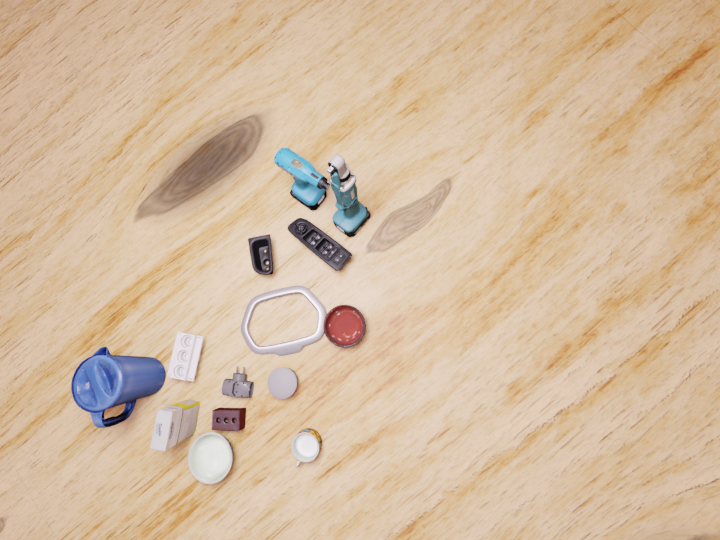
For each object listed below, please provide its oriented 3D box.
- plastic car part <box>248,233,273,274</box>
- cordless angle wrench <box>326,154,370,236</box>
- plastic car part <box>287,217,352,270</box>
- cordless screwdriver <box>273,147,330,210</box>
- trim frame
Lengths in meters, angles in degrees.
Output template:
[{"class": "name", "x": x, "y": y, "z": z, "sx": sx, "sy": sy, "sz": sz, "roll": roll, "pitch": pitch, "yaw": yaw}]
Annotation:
[{"class": "plastic car part", "x": -0.278, "y": -0.037, "z": 1.218, "sx": 0.066, "sy": 0.069, "sz": 0.119, "roll": -12, "pitch": 76, "yaw": 3}, {"class": "cordless angle wrench", "x": -0.035, "y": -0.183, "z": 1.039, "sx": 0.076, "sy": 0.413, "sz": 0.098, "roll": 40, "pitch": 84, "yaw": 9}, {"class": "plastic car part", "x": -0.118, "y": -0.077, "z": 1.206, "sx": 0.209, "sy": 0.065, "sz": 0.066, "roll": 39, "pitch": 84, "yaw": 14}, {"class": "cordless screwdriver", "x": -0.139, "y": -0.233, "z": 1.155, "sx": 0.163, "sy": 0.243, "sz": 0.074, "roll": 36, "pitch": 84, "yaw": 11}, {"class": "trim frame", "x": -0.218, "y": 0.143, "z": 1.188, "sx": 0.250, "sy": 0.027, "sz": 0.188, "roll": -15, "pitch": 75, "yaw": 5}]
